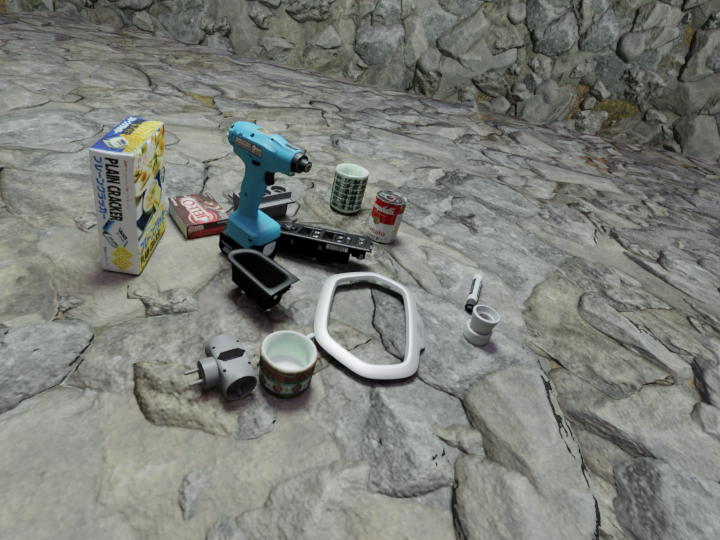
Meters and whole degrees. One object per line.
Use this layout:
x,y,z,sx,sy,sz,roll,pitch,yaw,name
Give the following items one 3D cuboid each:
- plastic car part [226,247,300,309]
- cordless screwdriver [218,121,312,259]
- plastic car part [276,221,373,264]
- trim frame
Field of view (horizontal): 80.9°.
-0.166,0.019,0.685,0.122,0.069,0.064,32,37,26,plastic car part
-0.166,-0.114,0.726,0.166,0.244,0.072,31,36,24,cordless screwdriver
-0.080,-0.053,0.823,0.205,0.066,0.067,16,33,5,plastic car part
0.018,0.079,0.694,0.184,0.027,0.253,11,33,-1,trim frame
